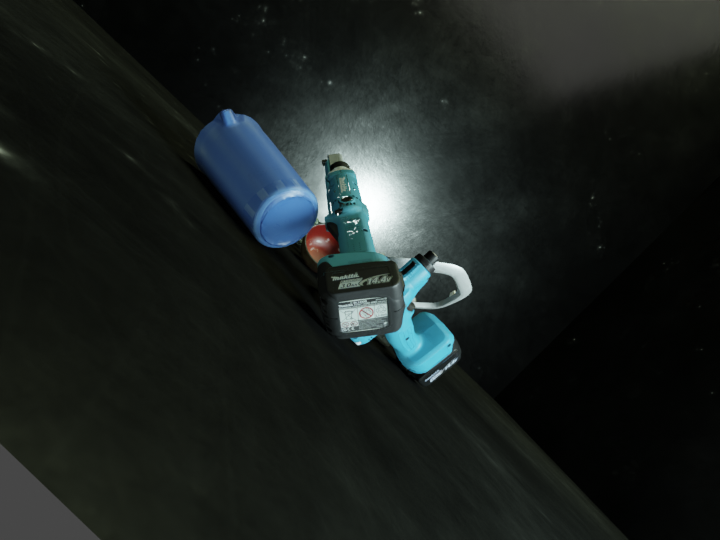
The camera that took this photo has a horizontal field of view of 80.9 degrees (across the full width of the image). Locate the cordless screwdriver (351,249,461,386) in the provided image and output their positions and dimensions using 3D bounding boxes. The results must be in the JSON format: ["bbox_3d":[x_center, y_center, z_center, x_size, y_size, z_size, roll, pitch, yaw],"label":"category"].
[{"bbox_3d":[0.086,0.077,0.640,0.235,0.159,0.078,44,5,-47],"label":"cordless screwdriver"}]

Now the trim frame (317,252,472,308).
[{"bbox_3d":[0.054,0.023,0.683,0.247,0.028,0.180,5,-29,-3],"label":"trim frame"}]

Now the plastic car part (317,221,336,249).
[{"bbox_3d":[-0.092,-0.060,0.943,0.071,0.116,0.066,29,27,-2],"label":"plastic car part"}]

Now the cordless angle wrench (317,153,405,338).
[{"bbox_3d":[-0.021,-0.083,0.635,0.438,0.098,0.071,-101,-178,-52],"label":"cordless angle wrench"}]
